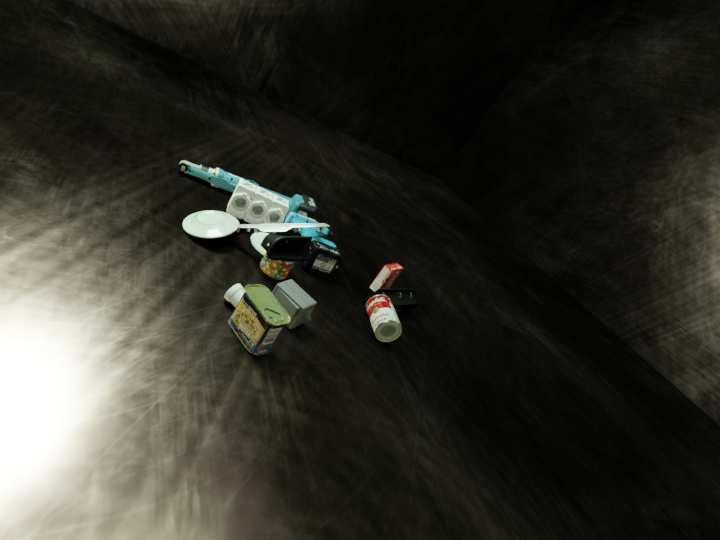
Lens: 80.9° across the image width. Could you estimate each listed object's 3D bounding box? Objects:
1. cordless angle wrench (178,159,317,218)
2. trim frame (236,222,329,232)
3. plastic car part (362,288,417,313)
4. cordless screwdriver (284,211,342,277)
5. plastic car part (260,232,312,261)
[{"bbox_3d":[-0.336,-0.243,1.277,0.407,0.074,0.102,19,26,-22],"label":"cordless angle wrench"},{"bbox_3d":[-0.202,-0.108,1.071,0.250,0.027,0.184,1,6,3],"label":"trim frame"},{"bbox_3d":[0.098,0.084,1.159,0.193,0.067,0.070,-2,51,-52],"label":"plastic car part"},{"bbox_3d":[-0.118,-0.077,1.206,0.152,0.074,0.261,17,23,-31],"label":"cordless screwdriver"},{"bbox_3d":[-0.182,-0.063,0.990,0.111,0.065,0.075,1,23,-43],"label":"plastic car part"}]
